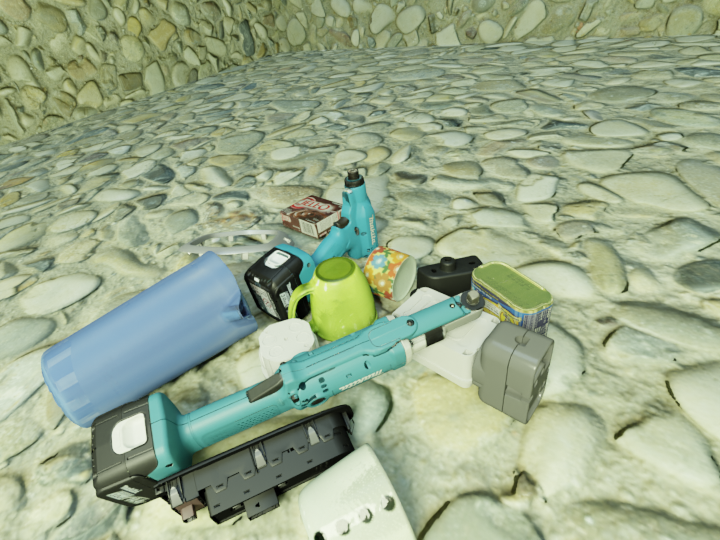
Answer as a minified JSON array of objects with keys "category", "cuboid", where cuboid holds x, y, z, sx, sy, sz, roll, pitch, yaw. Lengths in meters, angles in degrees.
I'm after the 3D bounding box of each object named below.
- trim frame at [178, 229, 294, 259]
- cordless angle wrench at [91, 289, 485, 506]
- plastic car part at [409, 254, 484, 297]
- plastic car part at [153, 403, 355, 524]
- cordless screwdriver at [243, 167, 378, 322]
[{"category":"trim frame","cuboid":[-0.207,-0.047,0.732,0.184,0.027,0.252,-4,11,-3]},{"category":"cordless angle wrench","cuboid":[-0.056,0.115,0.449,0.419,0.094,0.078,-22,54,-8]},{"category":"plastic car part","cuboid":[0.131,0.012,0.602,0.116,0.068,0.068,-8,33,-4]},{"category":"plastic car part","cuboid":[-0.088,0.193,0.414,0.199,0.064,0.071,-23,47,-18]},{"category":"cordless screwdriver","cuboid":[-0.064,-0.042,0.653,0.078,0.153,0.245,21,47,35]}]
